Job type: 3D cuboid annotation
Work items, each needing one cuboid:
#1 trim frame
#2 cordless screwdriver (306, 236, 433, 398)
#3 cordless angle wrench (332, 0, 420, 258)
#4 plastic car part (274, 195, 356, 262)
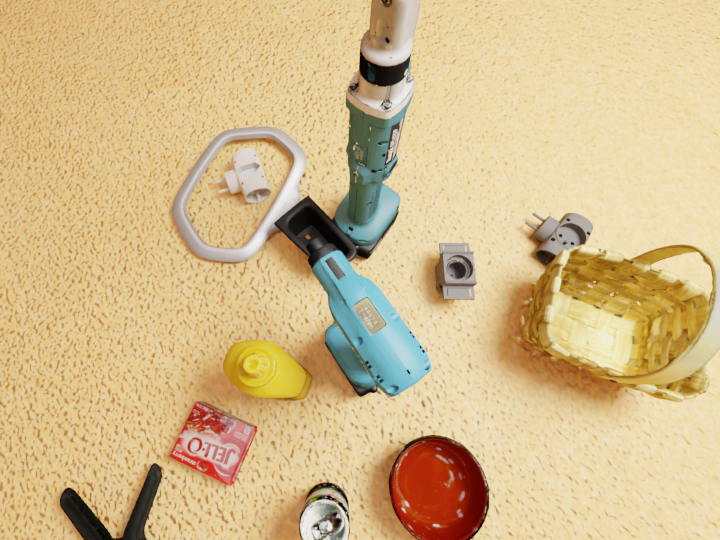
[{"bbox_3d":[-0.190,-0.128,0.675,0.188,0.027,0.249,23,73,10],"label":"trim frame"},{"bbox_3d":[-0.006,0.064,0.482,0.074,0.244,0.164,-32,75,-11],"label":"cordless screwdriver"},{"bbox_3d":[0.013,-0.126,0.459,0.076,0.415,0.098,34,74,8],"label":"cordless angle wrench"},{"bbox_3d":[-0.060,-0.039,0.614,0.065,0.069,0.120,-41,75,-13],"label":"plastic car part"}]
